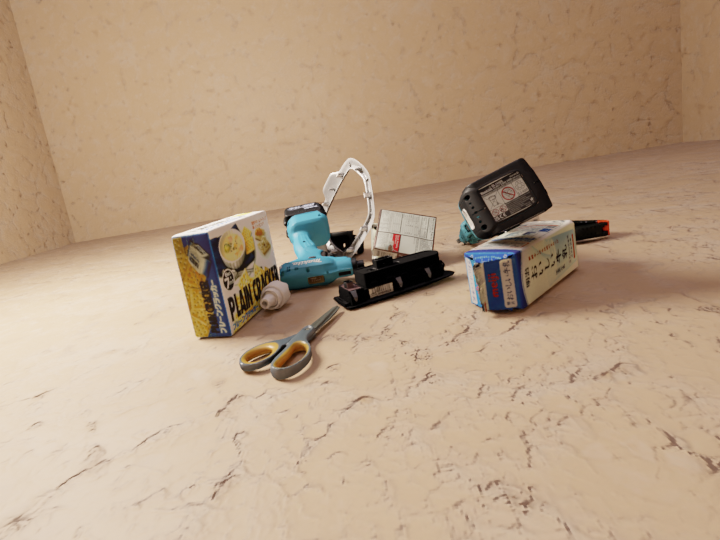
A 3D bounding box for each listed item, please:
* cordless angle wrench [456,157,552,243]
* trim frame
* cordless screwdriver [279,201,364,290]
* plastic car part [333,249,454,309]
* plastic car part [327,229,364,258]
[{"bbox_3d":[0.210,-0.084,0.728,0.099,0.075,0.414,-27,-6,6],"label":"cordless angle wrench"},{"bbox_3d":[-0.037,-0.130,0.937,0.026,0.192,0.248,-6,-32,-30],"label":"trim frame"},{"bbox_3d":[-0.086,-0.056,0.876,0.159,0.072,0.258,-11,35,-1],"label":"cordless screwdriver"},{"bbox_3d":[0.055,0.007,0.690,0.198,0.067,0.068,-12,5,-19],"label":"plastic car part"},{"bbox_3d":[-0.036,-0.062,1.031,0.067,0.066,0.122,0,1,-40],"label":"plastic car part"}]
